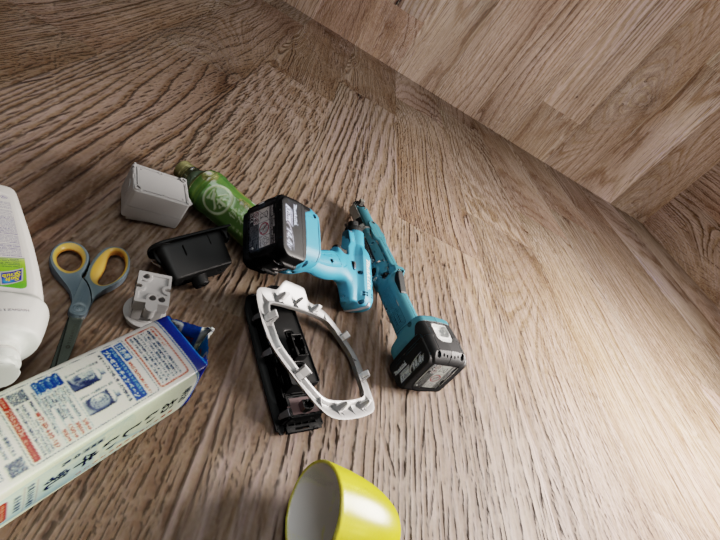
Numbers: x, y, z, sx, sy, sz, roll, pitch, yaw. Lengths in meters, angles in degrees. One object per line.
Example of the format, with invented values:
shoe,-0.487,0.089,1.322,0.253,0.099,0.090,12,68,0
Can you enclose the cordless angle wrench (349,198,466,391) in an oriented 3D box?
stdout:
cordless angle wrench,0.046,0.007,0.756,0.071,0.098,0.443,14,35,-30

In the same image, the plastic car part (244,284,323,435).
plastic car part,-0.100,0.097,0.543,0.063,0.066,0.213,-1,45,-33

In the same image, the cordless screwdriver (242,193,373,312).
cordless screwdriver,-0.062,-0.041,0.637,0.235,0.077,0.163,30,51,-49

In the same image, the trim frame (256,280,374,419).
trim frame,-0.048,0.094,0.523,0.192,0.028,0.236,56,11,26

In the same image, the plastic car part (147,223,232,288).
plastic car part,-0.225,-0.012,0.578,0.113,0.067,0.072,-27,82,-49
